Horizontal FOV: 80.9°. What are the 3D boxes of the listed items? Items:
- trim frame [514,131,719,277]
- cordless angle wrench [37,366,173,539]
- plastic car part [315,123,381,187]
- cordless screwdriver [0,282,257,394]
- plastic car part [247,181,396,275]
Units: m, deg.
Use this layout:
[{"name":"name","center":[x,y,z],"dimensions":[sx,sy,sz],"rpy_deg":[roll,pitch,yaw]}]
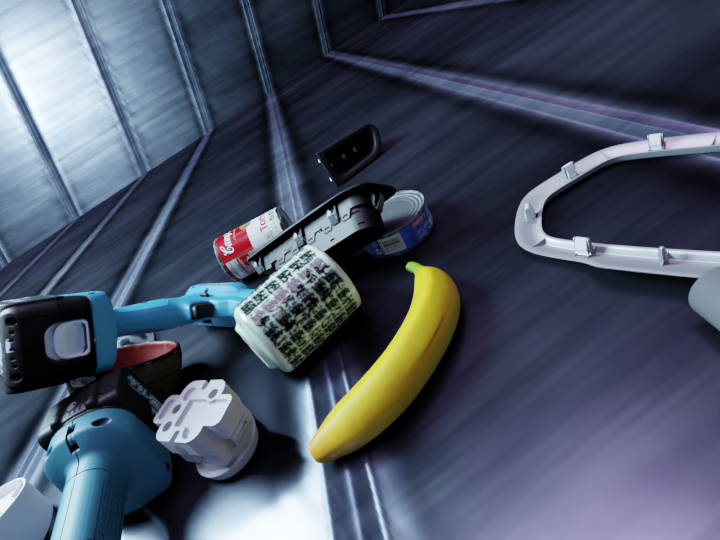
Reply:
[{"name":"trim frame","center":[0.242,-0.055,0.311],"dimensions":[0.262,0.026,0.183],"rpy_deg":[12,53,48]},{"name":"cordless angle wrench","center":[-0.147,0.223,0.208],"dimensions":[0.074,0.093,0.444],"rpy_deg":[-31,33,-6]},{"name":"plastic car part","center":[-0.023,-0.199,0.732],"dimensions":[0.115,0.064,0.073],"rpy_deg":[-38,15,-17]},{"name":"cordless screwdriver","center":[-0.210,0.050,0.425],"dimensions":[0.166,0.074,0.238],"rpy_deg":[-4,3,39]},{"name":"plastic car part","center":[-0.045,-0.030,0.465],"dimensions":[0.207,0.063,0.069],"rpy_deg":[-33,55,37]}]
